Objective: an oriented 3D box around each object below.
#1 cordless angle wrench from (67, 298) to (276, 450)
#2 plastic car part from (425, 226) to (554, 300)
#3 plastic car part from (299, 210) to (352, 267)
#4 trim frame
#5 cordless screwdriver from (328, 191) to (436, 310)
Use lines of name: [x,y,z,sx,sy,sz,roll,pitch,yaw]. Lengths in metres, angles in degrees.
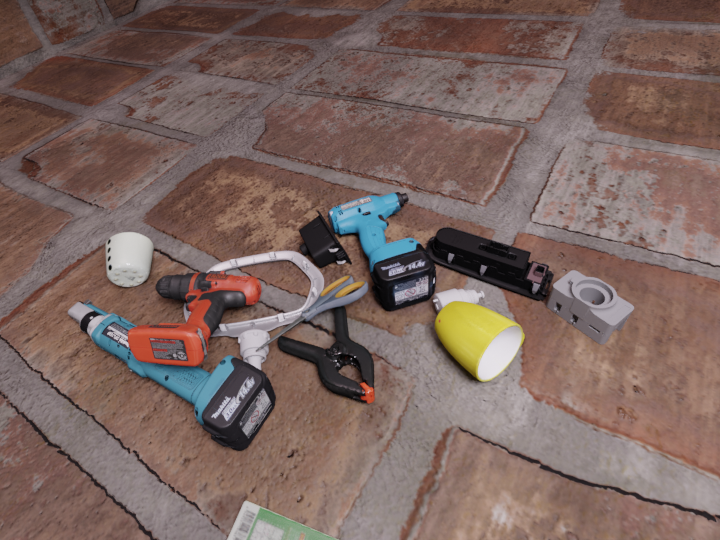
cordless angle wrench: [-0.323,0.129,0.648,0.443,0.071,0.097,17,52,28]
plastic car part: [0.202,-0.021,0.689,0.213,0.064,0.066,20,60,29]
plastic car part: [-0.076,-0.049,0.774,0.071,0.062,0.123,-34,46,-3]
trim frame: [-0.186,0.037,0.732,0.249,0.026,0.191,-9,47,0]
cordless screwdriver: [0.055,-0.054,0.740,0.158,0.071,0.262,-21,44,-9]
